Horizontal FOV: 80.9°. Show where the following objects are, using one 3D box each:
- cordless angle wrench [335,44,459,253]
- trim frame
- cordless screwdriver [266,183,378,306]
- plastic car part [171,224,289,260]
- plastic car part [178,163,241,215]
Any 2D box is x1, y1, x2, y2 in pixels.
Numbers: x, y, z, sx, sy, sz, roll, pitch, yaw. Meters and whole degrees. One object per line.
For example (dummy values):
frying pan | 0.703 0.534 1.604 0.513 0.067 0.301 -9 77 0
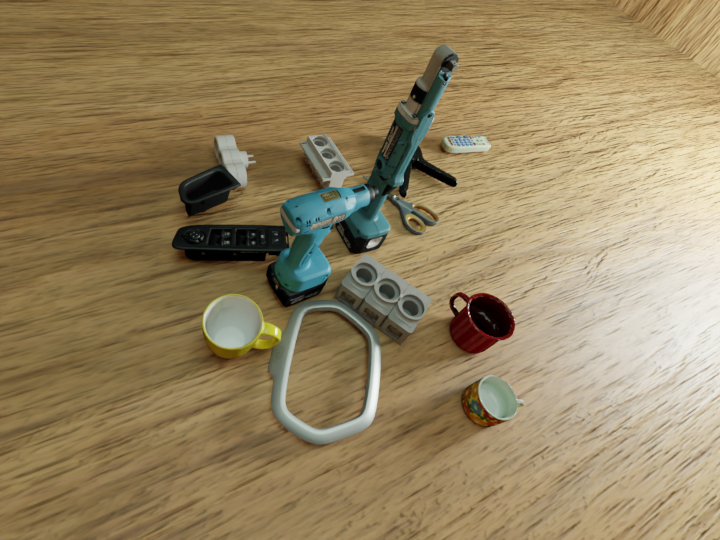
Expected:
cordless angle wrench | 0.054 -0.183 0.725 0.072 0.419 0.102 -15 64 -28
trim frame | -0.057 0.155 0.696 0.182 0.027 0.254 13 53 -6
cordless screwdriver | -0.068 -0.045 0.700 0.155 0.246 0.077 -22 67 -30
plastic car part | -0.235 -0.048 0.771 0.198 0.066 0.068 3 55 -14
plastic car part | -0.301 -0.146 0.822 0.068 0.070 0.114 44 55 14
